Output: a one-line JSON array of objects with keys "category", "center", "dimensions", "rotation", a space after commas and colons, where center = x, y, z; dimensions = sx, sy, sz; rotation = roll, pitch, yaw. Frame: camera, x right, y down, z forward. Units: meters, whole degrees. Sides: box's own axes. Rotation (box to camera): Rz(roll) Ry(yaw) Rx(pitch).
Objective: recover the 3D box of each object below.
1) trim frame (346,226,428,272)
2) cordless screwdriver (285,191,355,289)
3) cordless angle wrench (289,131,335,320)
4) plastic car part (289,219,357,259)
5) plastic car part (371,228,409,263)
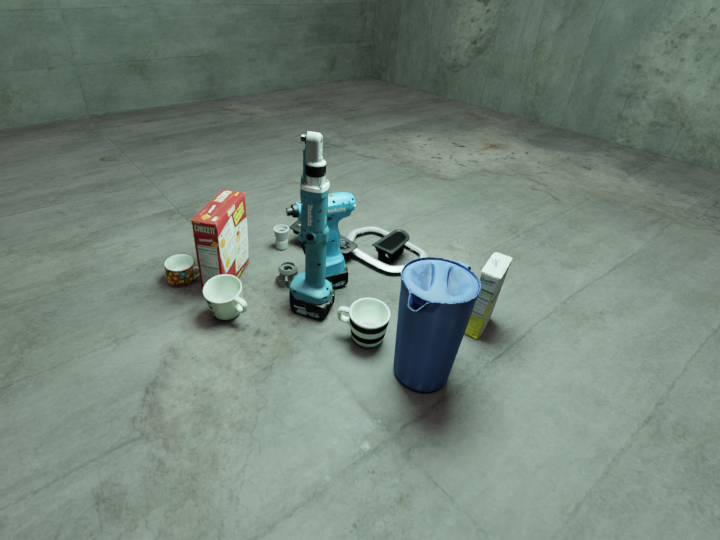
[{"category": "trim frame", "center": [0.071, -0.062, 1.200], "dimensions": [0.262, 0.027, 0.179], "rotation": [28, 43, 33]}, {"category": "cordless screwdriver", "center": [-0.099, -0.065, 1.011], "dimensions": [0.155, 0.242, 0.078], "rotation": [-10, 37, -20]}, {"category": "cordless angle wrench", "center": [-0.098, -0.082, 0.887], "dimensions": [0.101, 0.412, 0.074], "rotation": [15, 35, 14]}, {"category": "plastic car part", "center": [-0.105, -0.082, 1.189], "dimensions": [0.213, 0.065, 0.065], "rotation": [24, 39, 28]}, {"category": "plastic car part", "center": [0.088, -0.058, 1.158], "dimensions": [0.069, 0.069, 0.114], "rotation": [27, 42, 31]}]
